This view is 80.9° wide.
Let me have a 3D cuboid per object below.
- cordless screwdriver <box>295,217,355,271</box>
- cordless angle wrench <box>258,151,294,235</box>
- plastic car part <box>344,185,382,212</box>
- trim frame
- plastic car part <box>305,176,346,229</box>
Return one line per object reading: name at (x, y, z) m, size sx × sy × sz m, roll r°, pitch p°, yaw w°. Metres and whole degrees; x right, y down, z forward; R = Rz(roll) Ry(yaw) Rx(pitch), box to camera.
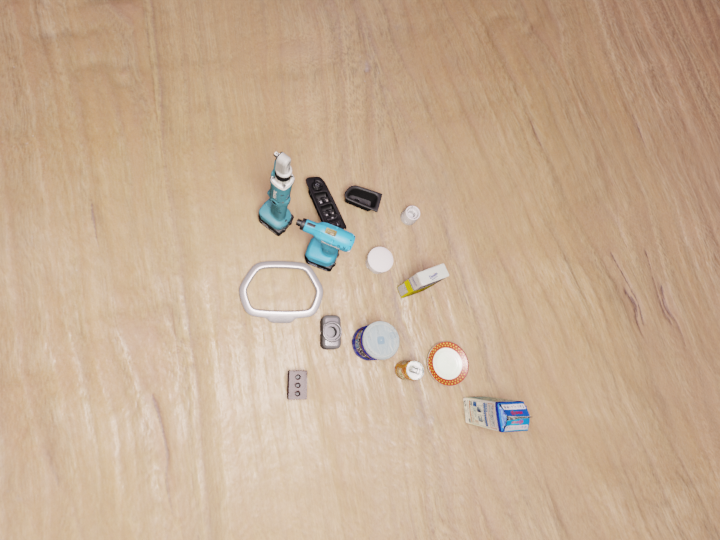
cordless screwdriver at (-0.117, -0.077, 1.199) m, size 0.158 × 0.249 × 0.075 m, roll 23°, pitch 73°, yaw -6°
cordless angle wrench at (-0.217, -0.201, 1.129) m, size 0.098 × 0.424 × 0.074 m, roll 39°, pitch 71°, yaw -3°
plastic car part at (0.000, -0.225, 1.354) m, size 0.116 × 0.071 × 0.066 m, roll 18°, pitch 73°, yaw -5°
trim frame at (-0.234, 0.062, 1.256) m, size 0.245 × 0.027 × 0.187 m, roll 1°, pitch 74°, yaw -9°
plastic car part at (-0.115, -0.204, 1.332) m, size 0.065 × 0.067 × 0.207 m, roll -20°, pitch 78°, yaw -16°
